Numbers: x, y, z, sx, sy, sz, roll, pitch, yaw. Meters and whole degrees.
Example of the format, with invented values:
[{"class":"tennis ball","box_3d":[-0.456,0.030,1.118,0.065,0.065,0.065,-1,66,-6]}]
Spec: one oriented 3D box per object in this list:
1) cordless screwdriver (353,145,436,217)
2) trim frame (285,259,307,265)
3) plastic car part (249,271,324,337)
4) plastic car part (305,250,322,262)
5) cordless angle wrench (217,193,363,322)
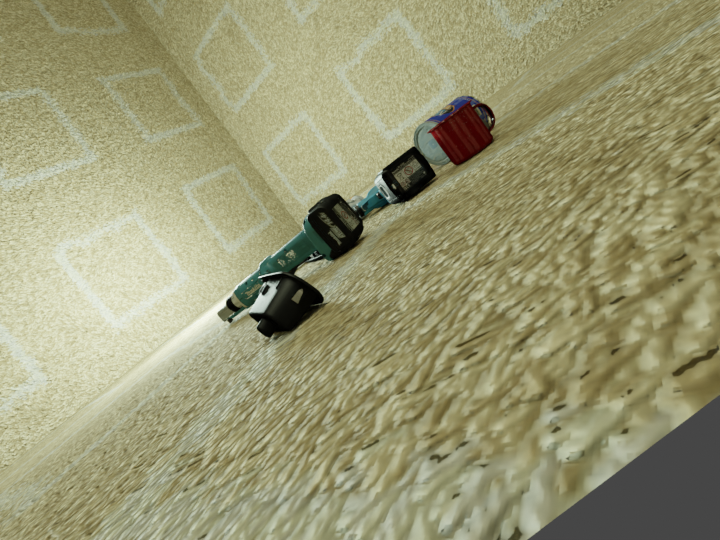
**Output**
[{"class":"cordless screwdriver","box_3d":[0.057,-0.172,0.904,0.159,0.074,0.250,-38,6,-3]},{"class":"trim frame","box_3d":[-0.167,-0.029,1.140,0.248,0.027,0.187,-36,11,-3]},{"class":"plastic car part","box_3d":[-0.099,0.046,0.509,0.071,0.064,0.120,-56,18,-19]},{"class":"plastic car part","box_3d":[-0.092,-0.060,0.942,0.065,0.066,0.208,-31,11,-15]},{"class":"cordless angle wrench","box_3d":[-0.174,0.003,0.855,0.431,0.097,0.074,-34,10,34]}]
